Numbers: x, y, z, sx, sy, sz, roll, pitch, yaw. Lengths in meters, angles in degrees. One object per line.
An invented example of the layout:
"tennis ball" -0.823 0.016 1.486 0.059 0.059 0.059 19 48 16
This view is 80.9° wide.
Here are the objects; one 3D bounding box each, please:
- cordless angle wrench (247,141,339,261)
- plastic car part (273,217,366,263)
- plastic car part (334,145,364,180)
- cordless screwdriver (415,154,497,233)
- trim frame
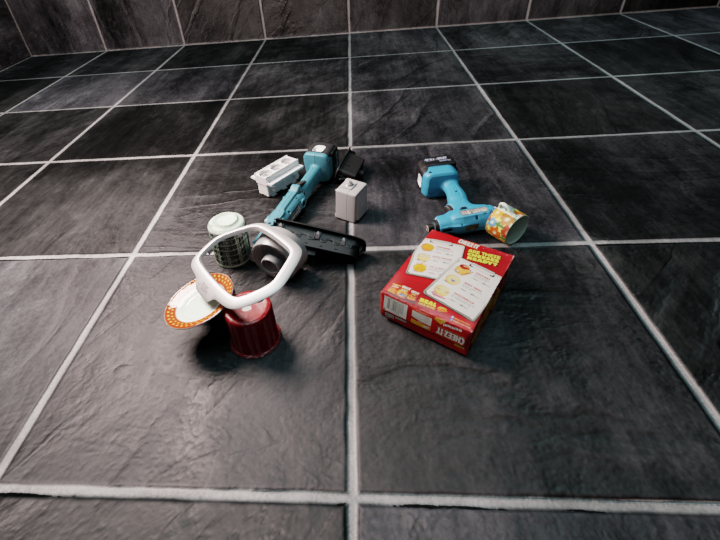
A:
"cordless angle wrench" -0.162 -0.171 1.034 0.077 0.094 0.425 11 48 16
"plastic car part" -0.086 -0.057 0.884 0.202 0.065 0.068 9 54 -2
"plastic car part" -0.023 -0.278 1.160 0.071 0.065 0.118 17 47 2
"cordless screwdriver" 0.194 -0.175 1.003 0.158 0.072 0.260 -12 45 -8
"trim frame" -0.210 -0.014 0.756 0.182 0.026 0.263 -37 43 -20
